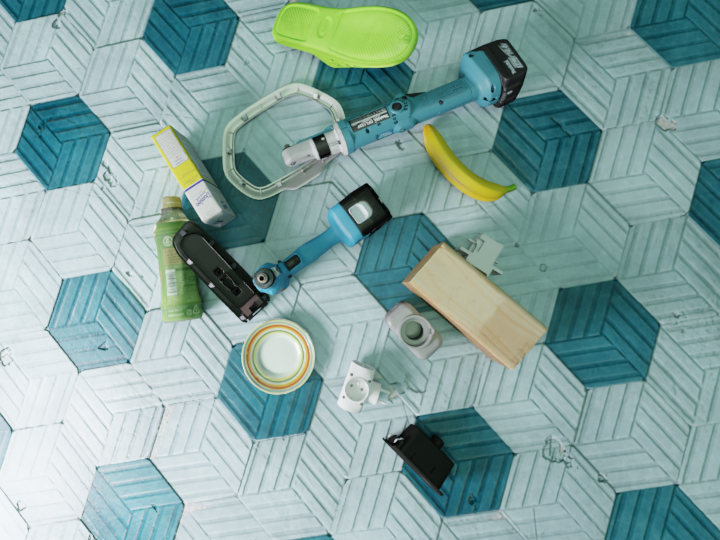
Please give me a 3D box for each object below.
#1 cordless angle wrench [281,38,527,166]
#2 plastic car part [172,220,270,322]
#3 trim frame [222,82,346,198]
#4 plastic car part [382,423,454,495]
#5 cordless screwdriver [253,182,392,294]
[{"bbox_3d":[0.064,-0.269,0.731,0.424,0.072,0.101,-22,70,2],"label":"cordless angle wrench"},{"bbox_3d":[-0.241,0.005,0.720,0.066,0.068,0.199,-41,101,-4],"label":"plastic car part"},{"bbox_3d":[-0.142,-0.239,0.779,0.248,0.027,0.185,-31,86,-1],"label":"trim frame"},{"bbox_3d":[0.107,0.306,0.712,0.117,0.066,0.070,41,75,1],"label":"plastic car part"},{"bbox_3d":[-0.068,-0.044,0.695,0.248,0.158,0.075,-36,90,-2],"label":"cordless screwdriver"}]
